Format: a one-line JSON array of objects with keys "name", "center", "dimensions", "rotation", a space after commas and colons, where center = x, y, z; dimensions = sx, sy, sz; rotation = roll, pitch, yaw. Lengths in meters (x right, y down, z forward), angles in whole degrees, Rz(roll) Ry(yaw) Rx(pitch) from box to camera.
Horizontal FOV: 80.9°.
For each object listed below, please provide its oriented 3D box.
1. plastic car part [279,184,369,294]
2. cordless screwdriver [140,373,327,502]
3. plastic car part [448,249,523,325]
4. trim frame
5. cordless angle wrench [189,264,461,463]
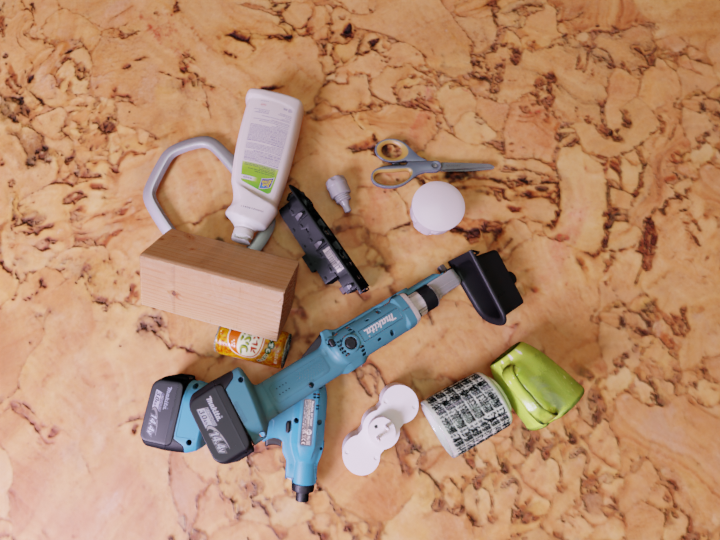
[{"name": "plastic car part", "center": [-0.065, -0.042, 0.664], "dimensions": [0.068, 0.064, 0.207], "rotation": [-34, 79, 20]}, {"name": "cordless screwdriver", "center": [-0.175, 0.230, 0.598], "dimensions": [0.249, 0.073, 0.161], "rotation": [4, 76, -1]}, {"name": "plastic car part", "center": [0.200, 0.017, 0.640], "dimensions": [0.070, 0.066, 0.118], "rotation": [-27, 82, -20]}, {"name": "trim frame", "center": [-0.251, -0.114, 0.702], "dimensions": [0.183, 0.027, 0.254], "rotation": [-39, 77, -5]}, {"name": "cordless angle wrench", "center": [-0.021, 0.106, 0.587], "dimensions": [0.416, 0.073, 0.101], "rotation": [-29, 74, -19]}]
